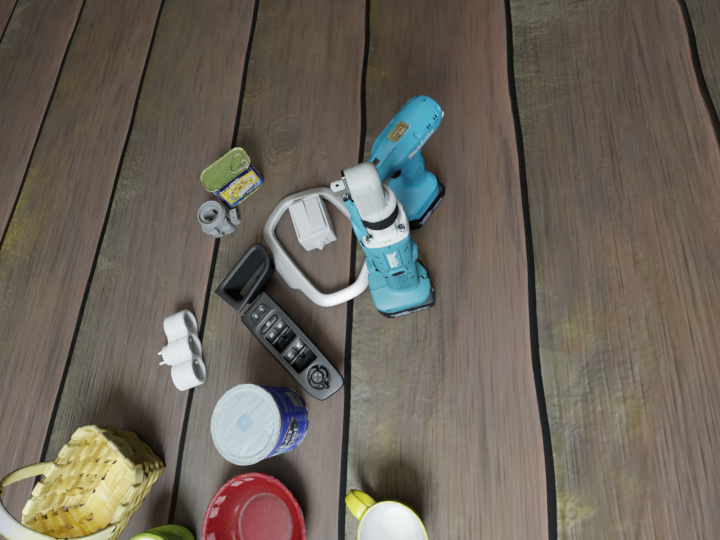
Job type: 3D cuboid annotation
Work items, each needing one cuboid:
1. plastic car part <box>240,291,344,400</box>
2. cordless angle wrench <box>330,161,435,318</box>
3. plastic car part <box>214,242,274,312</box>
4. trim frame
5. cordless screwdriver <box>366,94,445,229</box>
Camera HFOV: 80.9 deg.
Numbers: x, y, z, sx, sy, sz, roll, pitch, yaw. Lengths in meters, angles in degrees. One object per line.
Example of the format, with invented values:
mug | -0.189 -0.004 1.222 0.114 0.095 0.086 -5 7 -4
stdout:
plastic car part | -0.109 0.129 0.700 0.066 0.064 0.212 -46 67 -4
cordless angle wrench | 0.038 -0.020 0.525 0.099 0.407 0.076 -16 71 6
plastic car part | -0.193 0.015 0.760 0.069 0.068 0.116 34 83 21
trim frame | -0.076 -0.049 0.774 0.184 0.026 0.259 -42 66 -2
cordless screwdriver | 0.061 -0.133 0.650 0.077 0.239 0.159 37 83 19
